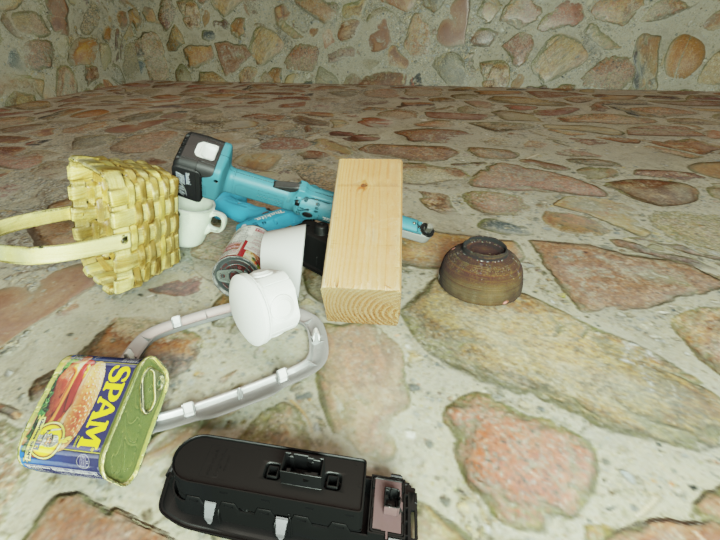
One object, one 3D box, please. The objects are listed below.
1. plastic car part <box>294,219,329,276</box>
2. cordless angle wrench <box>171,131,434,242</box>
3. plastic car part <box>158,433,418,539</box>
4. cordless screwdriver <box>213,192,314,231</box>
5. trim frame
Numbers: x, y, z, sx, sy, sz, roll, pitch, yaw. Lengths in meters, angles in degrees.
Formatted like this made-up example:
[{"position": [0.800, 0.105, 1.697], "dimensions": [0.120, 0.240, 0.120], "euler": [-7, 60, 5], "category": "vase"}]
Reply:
[{"position": [-0.064, -0.042, 0.650], "dimensions": [0.064, 0.069, 0.123], "euler": [-26, 36, -35], "category": "plastic car part"}, {"position": [-0.083, -0.113, 0.685], "dimensions": [0.418, 0.097, 0.076], "euler": [16, 61, -7], "category": "cordless angle wrench"}, {"position": [-0.060, 0.166, 0.318], "dimensions": [0.207, 0.065, 0.067], "euler": [2, 37, 11], "category": "plastic car part"}, {"position": [-0.206, -0.123, 0.794], "dimensions": [0.154, 0.072, 0.263], "euler": [-26, 42, -36], "category": "cordless screwdriver"}, {"position": [-0.156, 0.092, 0.475], "dimensions": [0.241, 0.027, 0.194], "euler": [-14, 34, -23], "category": "trim frame"}]
